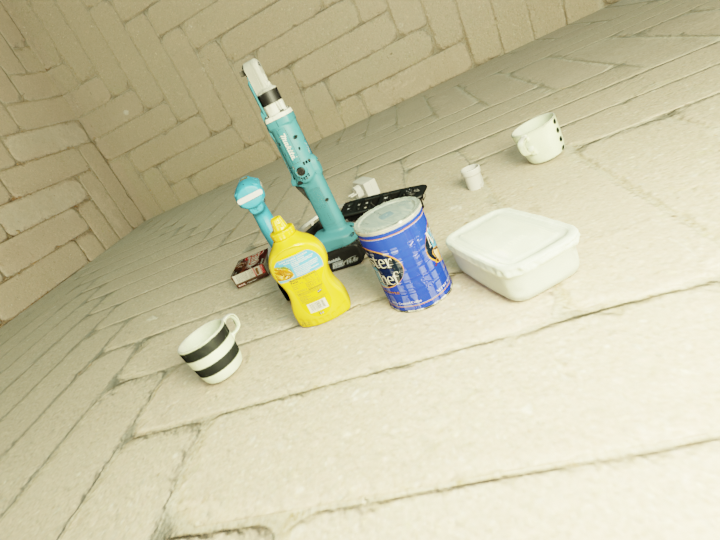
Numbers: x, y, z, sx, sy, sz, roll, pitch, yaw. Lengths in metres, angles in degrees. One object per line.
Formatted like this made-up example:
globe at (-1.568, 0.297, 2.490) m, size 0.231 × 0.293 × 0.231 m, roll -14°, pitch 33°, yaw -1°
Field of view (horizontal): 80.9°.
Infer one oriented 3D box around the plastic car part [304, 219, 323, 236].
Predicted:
plastic car part at (-0.092, -0.060, 0.938) m, size 0.069 × 0.068 × 0.115 m, roll -2°, pitch 33°, yaw 45°

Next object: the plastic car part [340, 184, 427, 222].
plastic car part at (0.055, -0.140, 0.952) m, size 0.209 × 0.065 × 0.066 m, roll -14°, pitch 25°, yaw 27°

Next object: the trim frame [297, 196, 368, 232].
trim frame at (-0.068, -0.131, 1.106) m, size 0.257 × 0.026 × 0.184 m, roll -12°, pitch 28°, yaw 30°

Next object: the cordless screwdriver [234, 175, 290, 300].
cordless screwdriver at (-0.171, -0.073, 0.835) m, size 0.074 × 0.241 × 0.165 m, roll -27°, pitch 21°, yaw -3°

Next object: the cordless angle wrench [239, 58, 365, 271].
cordless angle wrench at (-0.108, -0.195, 0.808) m, size 0.100 × 0.409 × 0.075 m, roll -18°, pitch 22°, yaw 20°
